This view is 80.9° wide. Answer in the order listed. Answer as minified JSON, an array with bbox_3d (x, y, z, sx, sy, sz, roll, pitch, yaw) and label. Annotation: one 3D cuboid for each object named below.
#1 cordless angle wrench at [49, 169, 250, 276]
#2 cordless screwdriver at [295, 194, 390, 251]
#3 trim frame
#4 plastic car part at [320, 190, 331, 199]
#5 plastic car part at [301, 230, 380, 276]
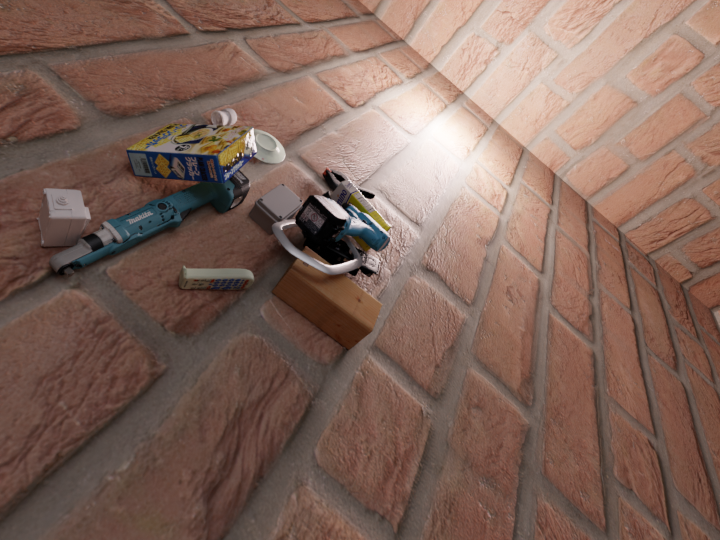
[{"bbox_3d":[-0.386,-0.106,0.817,0.099,0.075,0.416,43,42,2],"label":"cordless angle wrench"},{"bbox_3d":[-0.047,-0.117,0.959,0.167,0.074,0.237,47,22,28],"label":"cordless screwdriver"},{"bbox_3d":[-0.089,-0.058,0.906,0.190,0.027,0.240,42,27,16],"label":"trim frame"},{"bbox_3d":[-0.078,-0.134,1.092,0.067,0.067,0.121,21,45,-45],"label":"plastic car part"},{"bbox_3d":[-0.054,-0.041,1.010,0.201,0.067,0.067,31,38,-5],"label":"plastic car part"}]
